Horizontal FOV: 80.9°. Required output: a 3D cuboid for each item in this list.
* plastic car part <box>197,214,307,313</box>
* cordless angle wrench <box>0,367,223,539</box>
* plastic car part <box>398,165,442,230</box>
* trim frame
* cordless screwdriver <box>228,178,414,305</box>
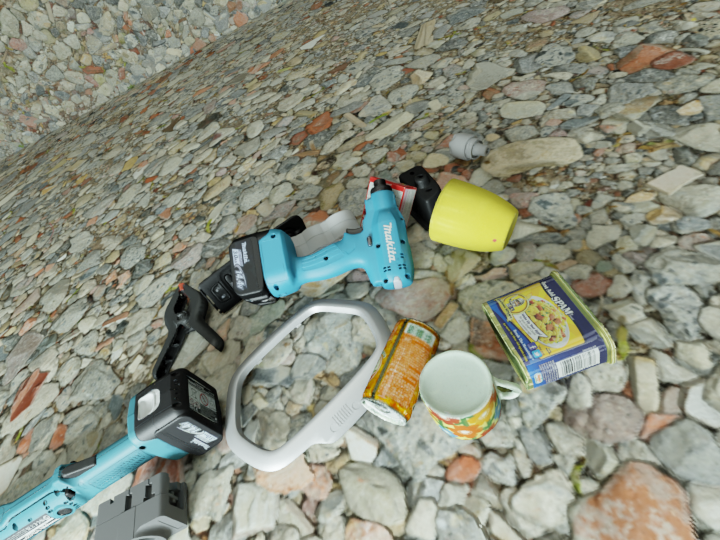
[{"bbox_3d":[-0.174,-0.017,0.717,0.202,0.064,0.069,-38,17,-6],"label":"plastic car part"},{"bbox_3d":[-0.370,0.276,0.535,0.424,0.093,0.078,-33,42,4],"label":"cordless angle wrench"},{"bbox_3d":[0.097,-0.120,0.648,0.066,0.067,0.122,-29,39,0],"label":"plastic car part"},{"bbox_3d":[-0.070,0.131,0.538,0.246,0.026,0.195,-43,43,-15],"label":"trim frame"},{"bbox_3d":[-0.059,-0.039,0.604,0.252,0.072,0.163,-10,71,9],"label":"cordless screwdriver"}]
